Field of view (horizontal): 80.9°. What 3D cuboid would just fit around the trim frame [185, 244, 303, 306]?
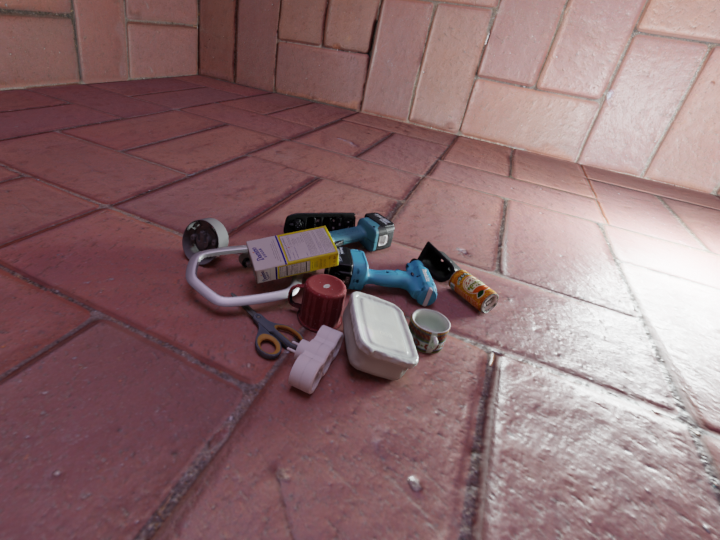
[{"bbox_3d":[-0.235,0.003,0.880,0.240,0.027,0.194,-9,46,-25],"label":"trim frame"}]

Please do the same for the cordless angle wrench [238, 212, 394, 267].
[{"bbox_3d":[-0.103,-0.067,1.054,0.408,0.073,0.104,-15,38,-31],"label":"cordless angle wrench"}]

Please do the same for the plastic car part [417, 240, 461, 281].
[{"bbox_3d":[0.209,-0.013,1.061,0.067,0.065,0.123,6,30,-38],"label":"plastic car part"}]

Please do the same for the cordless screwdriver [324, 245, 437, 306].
[{"bbox_3d":[0.044,0.000,0.976,0.246,0.073,0.163,10,29,-6],"label":"cordless screwdriver"}]

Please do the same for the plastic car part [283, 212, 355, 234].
[{"bbox_3d":[-0.117,-0.132,1.163,0.196,0.065,0.070,-4,23,-22],"label":"plastic car part"}]
